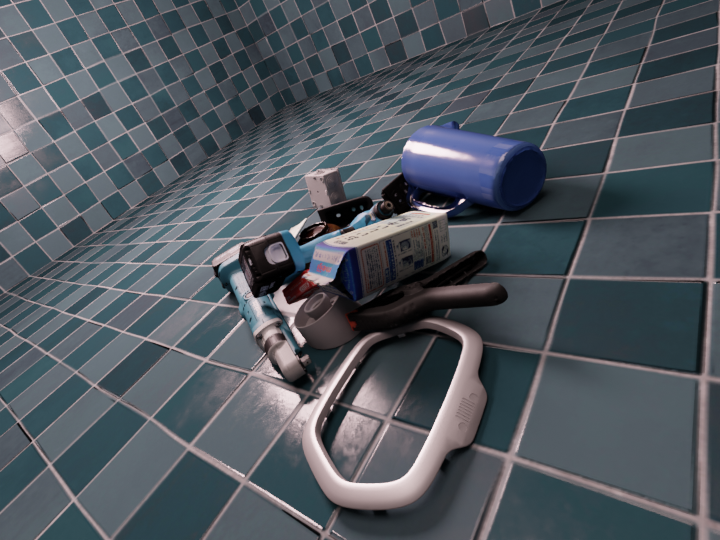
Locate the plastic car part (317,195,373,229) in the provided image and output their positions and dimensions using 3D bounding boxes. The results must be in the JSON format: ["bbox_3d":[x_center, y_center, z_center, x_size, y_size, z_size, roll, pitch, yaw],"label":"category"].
[{"bbox_3d":[-0.025,-0.124,0.914,0.118,0.065,0.071,-18,14,10],"label":"plastic car part"}]

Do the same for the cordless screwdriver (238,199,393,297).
[{"bbox_3d":[-0.067,-0.044,0.684,0.242,0.076,0.160,-21,-11,-27],"label":"cordless screwdriver"}]

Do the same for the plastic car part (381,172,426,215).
[{"bbox_3d":[0.115,-0.188,0.895,0.201,0.066,0.068,-42,5,-23],"label":"plastic car part"}]

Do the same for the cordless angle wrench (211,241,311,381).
[{"bbox_3d":[-0.178,0.060,0.733,0.097,0.071,0.445,-33,31,-11],"label":"cordless angle wrench"}]

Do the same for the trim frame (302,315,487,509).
[{"bbox_3d":[0.038,0.138,0.463,0.193,0.026,0.246,-3,35,39],"label":"trim frame"}]
